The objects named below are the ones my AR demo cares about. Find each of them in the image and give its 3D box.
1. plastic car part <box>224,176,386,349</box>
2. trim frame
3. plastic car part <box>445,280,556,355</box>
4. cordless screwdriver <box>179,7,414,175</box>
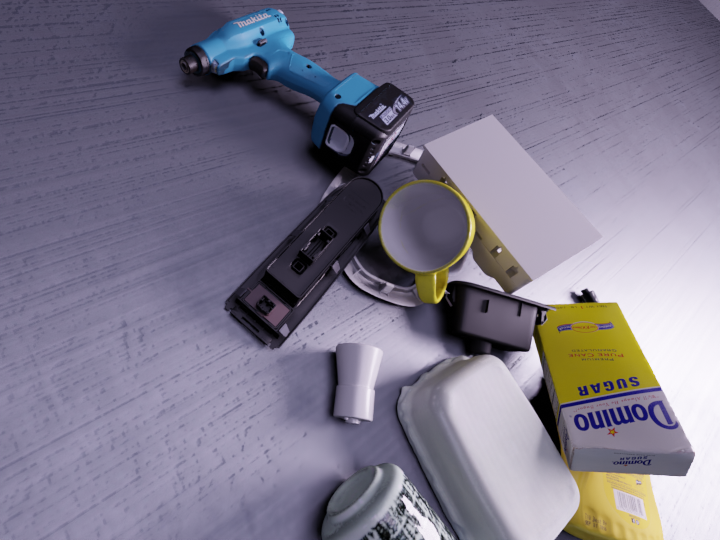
[{"bbox_3d":[-0.040,-0.026,0.410,0.067,0.066,0.201,36,61,7],"label":"plastic car part"},{"bbox_3d":[0.053,-0.070,0.513,0.183,0.028,0.248,37,53,-4],"label":"trim frame"},{"bbox_3d":[0.142,0.059,0.468,0.114,0.067,0.072,14,74,-14],"label":"plastic car part"},{"bbox_3d":[-0.074,-0.209,0.491,0.254,0.074,0.157,39,55,10],"label":"cordless screwdriver"}]
